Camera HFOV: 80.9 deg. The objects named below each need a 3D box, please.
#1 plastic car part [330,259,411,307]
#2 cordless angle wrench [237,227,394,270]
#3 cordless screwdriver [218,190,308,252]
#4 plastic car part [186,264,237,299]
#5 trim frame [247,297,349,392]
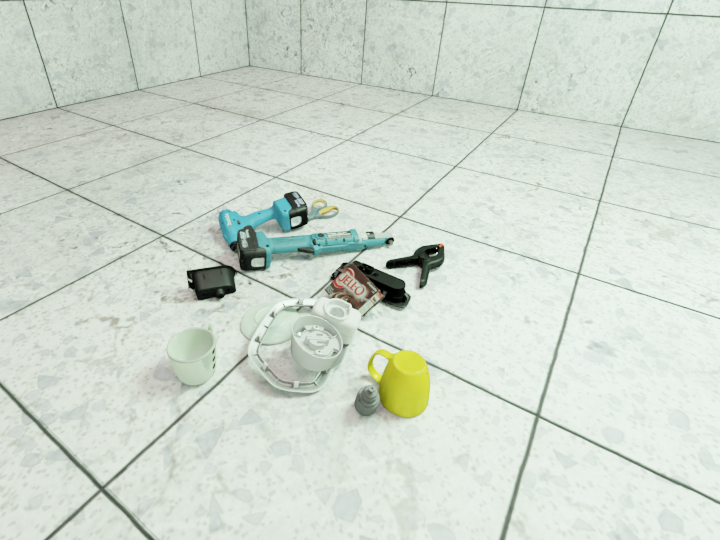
[{"bbox_3d":[0.029,0.022,1.001,0.213,0.066,0.064,26,34,27],"label":"plastic car part"},{"bbox_3d":[-0.109,-0.072,1.118,0.413,0.072,0.102,-6,46,-16],"label":"cordless angle wrench"},{"bbox_3d":[-0.268,-0.134,1.195,0.244,0.072,0.167,-17,48,-14],"label":"cordless screwdriver"},{"bbox_3d":[-0.339,0.034,0.980,0.113,0.065,0.074,-8,51,-19],"label":"plastic car part"},{"bbox_3d":[-0.116,0.136,0.845,0.187,0.027,0.249,19,36,6],"label":"trim frame"}]
